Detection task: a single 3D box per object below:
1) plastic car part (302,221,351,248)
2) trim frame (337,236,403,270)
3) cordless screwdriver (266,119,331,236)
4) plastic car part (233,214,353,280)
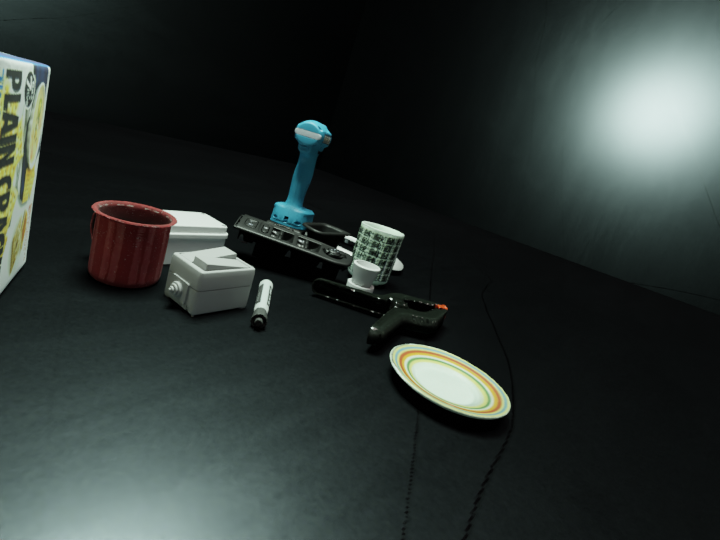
[{"bbox_3d":[-0.078,-0.051,0.803,0.069,0.070,0.112,23,16,22],"label":"plastic car part"},{"bbox_3d":[-0.020,-0.050,0.943,0.260,0.027,0.177,24,17,26],"label":"trim frame"},{"bbox_3d":[-0.113,-0.165,0.831,0.075,0.247,0.159,19,14,3],"label":"cordless screwdriver"},{"bbox_3d":[-0.112,-0.030,0.700,0.201,0.066,0.067,16,14,-4],"label":"plastic car part"}]
